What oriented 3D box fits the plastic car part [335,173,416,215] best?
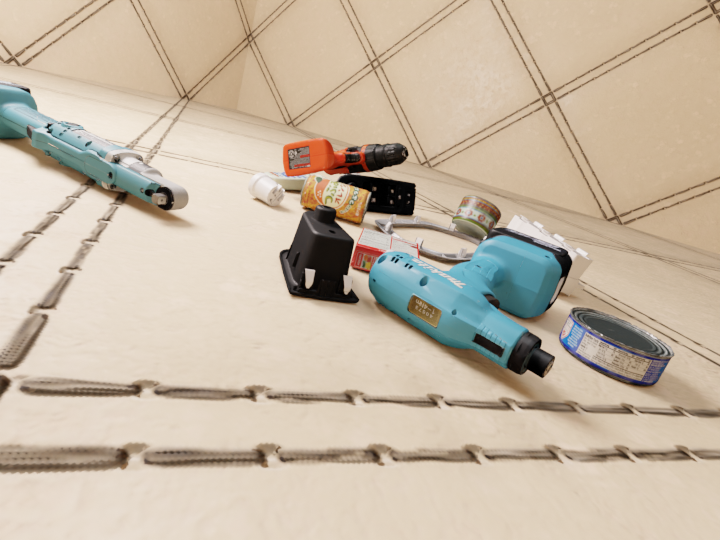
[{"bbox_3d":[0.019,-0.148,0.816,0.193,0.066,0.071,-1,15,-41],"label":"plastic car part"}]

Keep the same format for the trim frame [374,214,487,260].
[{"bbox_3d":[0.134,-0.054,0.692,0.237,0.027,0.195,-2,26,-46],"label":"trim frame"}]

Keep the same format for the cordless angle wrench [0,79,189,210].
[{"bbox_3d":[-0.379,-0.164,0.549,0.440,0.073,0.095,26,21,22],"label":"cordless angle wrench"}]

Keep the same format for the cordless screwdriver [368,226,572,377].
[{"bbox_3d":[0.142,0.021,0.417,0.238,0.073,0.168,-11,32,-45],"label":"cordless screwdriver"}]

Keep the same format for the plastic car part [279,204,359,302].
[{"bbox_3d":[-0.040,-0.026,0.412,0.064,0.070,0.122,10,22,-22],"label":"plastic car part"}]
